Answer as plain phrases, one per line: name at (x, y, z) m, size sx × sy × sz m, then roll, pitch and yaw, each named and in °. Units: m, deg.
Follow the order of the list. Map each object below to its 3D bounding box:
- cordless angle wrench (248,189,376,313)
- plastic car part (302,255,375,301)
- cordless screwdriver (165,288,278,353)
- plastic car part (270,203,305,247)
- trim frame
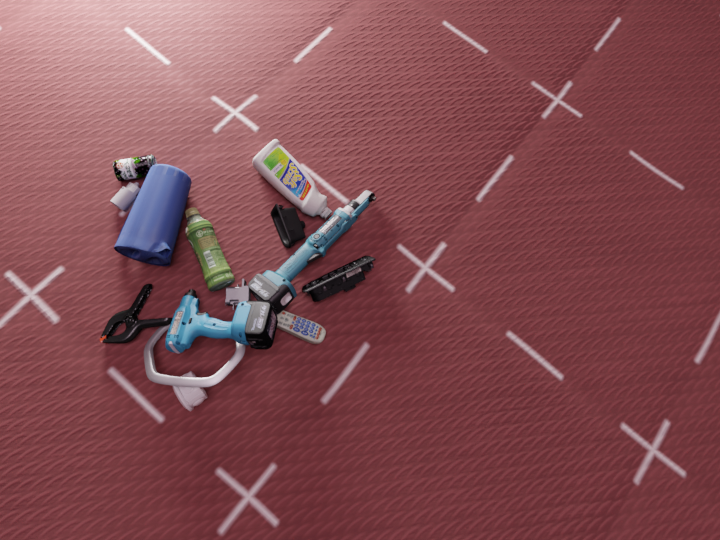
cordless angle wrench at (-0.107, -0.070, 1.098) m, size 0.103 × 0.071 × 0.420 m, roll 31°, pitch 68°, yaw 30°
plastic car part at (-0.055, 0.025, 1.087) m, size 0.200 × 0.069 × 0.065 m, roll -21°, pitch 111°, yaw -12°
cordless screwdriver at (-0.320, 0.109, 0.986) m, size 0.252 × 0.071 × 0.164 m, roll -4°, pitch 51°, yaw 9°
plastic car part at (-0.184, -0.121, 1.122) m, size 0.069 × 0.067 × 0.118 m, roll -21°, pitch 80°, yaw -26°
trim frame at (-0.389, 0.185, 0.989) m, size 0.253 × 0.026 × 0.188 m, roll -1°, pitch 50°, yaw 10°
